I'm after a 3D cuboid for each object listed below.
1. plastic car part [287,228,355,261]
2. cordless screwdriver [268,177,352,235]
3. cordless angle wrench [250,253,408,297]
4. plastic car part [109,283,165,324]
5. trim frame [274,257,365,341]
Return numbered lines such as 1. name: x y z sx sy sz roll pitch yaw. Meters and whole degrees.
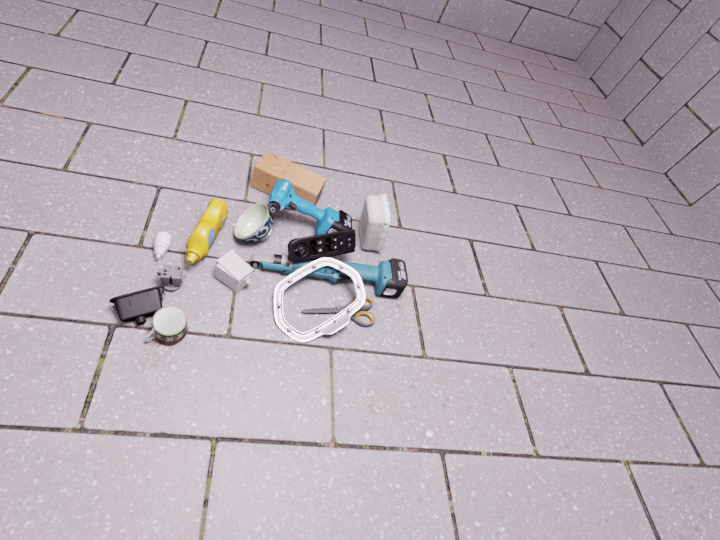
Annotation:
1. plastic car part: -0.110 -0.072 1.126 0.196 0.065 0.071 -14 31 -32
2. cordless screwdriver: -0.144 -0.155 1.185 0.243 0.074 0.162 30 31 -13
3. cordless angle wrench: -0.086 -0.003 1.145 0.416 0.073 0.101 8 51 -10
4. plastic car part: -0.493 0.083 0.950 0.113 0.066 0.072 -19 76 -27
5. trim frame: -0.103 0.070 1.064 0.244 0.027 0.188 -30 77 -20
